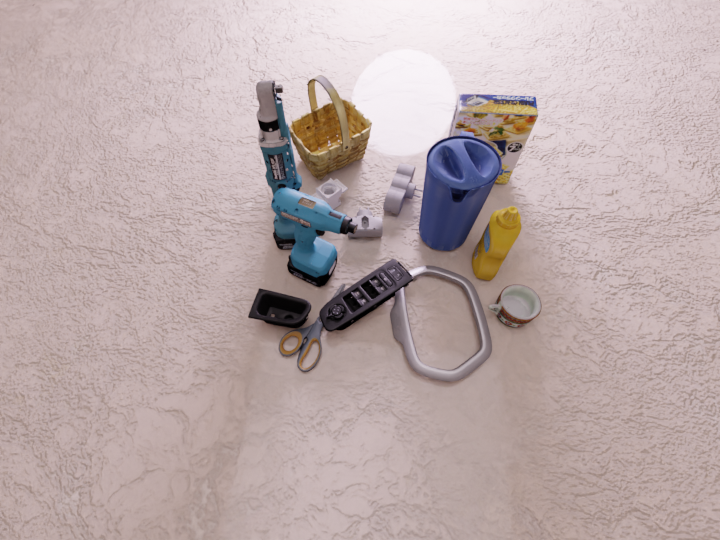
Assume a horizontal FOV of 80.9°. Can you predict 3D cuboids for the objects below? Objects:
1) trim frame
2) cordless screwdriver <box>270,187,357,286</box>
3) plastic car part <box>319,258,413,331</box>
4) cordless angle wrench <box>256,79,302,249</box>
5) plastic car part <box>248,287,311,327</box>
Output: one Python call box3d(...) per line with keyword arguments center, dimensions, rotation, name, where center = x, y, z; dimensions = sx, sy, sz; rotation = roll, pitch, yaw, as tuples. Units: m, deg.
box3d(center=(0.154, 0.097, 0.843), dimensions=(0.184, 0.026, 0.257), rotation=(-7, 59, 0), name="trim frame")
box3d(center=(-0.081, -0.053, 0.828), dimensions=(0.164, 0.241, 0.074), rotation=(24, 63, 14), name="cordless screwdriver")
box3d(center=(0.007, 0.058, 0.856), dimensions=(0.200, 0.065, 0.069), rotation=(-31, 63, -14), name="plastic car part")
box3d(center=(-0.148, -0.180, 0.811), dimensions=(0.098, 0.410, 0.076), rotation=(-2, 60, -2), name="cordless angle wrench")
box3d(center=(-0.155, 0.088, 0.849), dimensions=(0.119, 0.068, 0.067), rotation=(12, 61, 10), name="plastic car part")
